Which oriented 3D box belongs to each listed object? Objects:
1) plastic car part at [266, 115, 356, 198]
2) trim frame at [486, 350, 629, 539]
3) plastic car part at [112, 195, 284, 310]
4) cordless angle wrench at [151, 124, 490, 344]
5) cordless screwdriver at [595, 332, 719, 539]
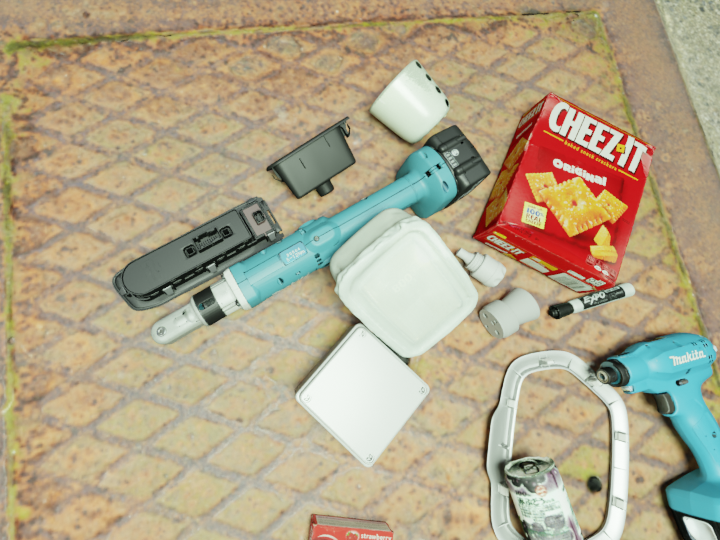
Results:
[{"bbox_3d":[-0.054,-0.131,0.535,0.116,0.068,0.070,-38,101,-10],"label":"plastic car part"},{"bbox_3d":[0.236,0.222,0.503,0.183,0.027,0.250,13,78,-3],"label":"trim frame"},{"bbox_3d":[-0.189,-0.019,0.491,0.201,0.068,0.066,-31,93,-10],"label":"plastic car part"},{"bbox_3d":[-0.048,-0.032,0.495,0.419,0.097,0.075,-31,83,-9],"label":"cordless angle wrench"},{"bbox_3d":[0.380,0.207,0.493,0.155,0.075,0.254,-9,76,-17],"label":"cordless screwdriver"}]
